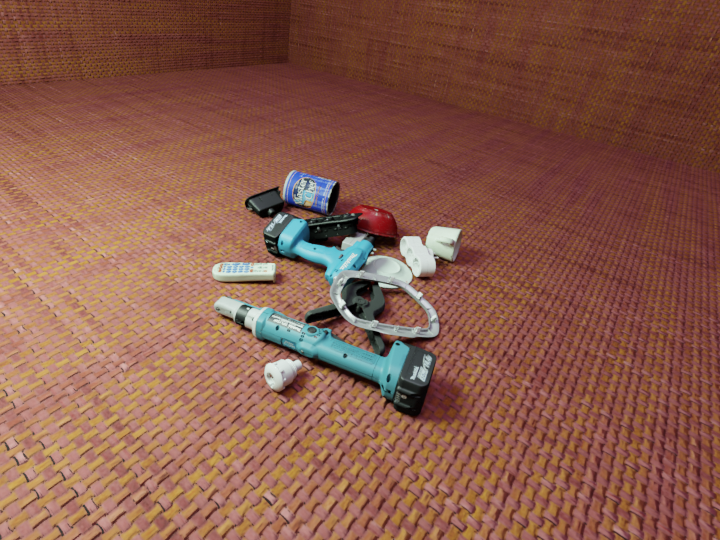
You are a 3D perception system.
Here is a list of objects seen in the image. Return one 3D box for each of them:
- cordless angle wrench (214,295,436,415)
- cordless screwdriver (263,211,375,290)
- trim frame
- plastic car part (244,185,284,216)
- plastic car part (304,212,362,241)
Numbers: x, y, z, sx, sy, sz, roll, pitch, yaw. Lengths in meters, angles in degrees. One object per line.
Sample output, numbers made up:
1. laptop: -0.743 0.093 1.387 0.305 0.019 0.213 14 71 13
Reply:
1. cordless angle wrench: -0.086 0.127 0.761 0.438 0.072 0.097 17 34 19
2. cordless screwdriver: -0.098 -0.064 1.004 0.259 0.072 0.158 26 57 23
3. trim frame: 0.053 0.067 0.861 0.239 0.027 0.192 12 36 -22
4. plastic car part: -0.264 -0.184 1.204 0.074 0.065 0.113 42 48 20
5. plastic car part: -0.090 -0.109 1.080 0.209 0.066 0.065 -9 10 24
